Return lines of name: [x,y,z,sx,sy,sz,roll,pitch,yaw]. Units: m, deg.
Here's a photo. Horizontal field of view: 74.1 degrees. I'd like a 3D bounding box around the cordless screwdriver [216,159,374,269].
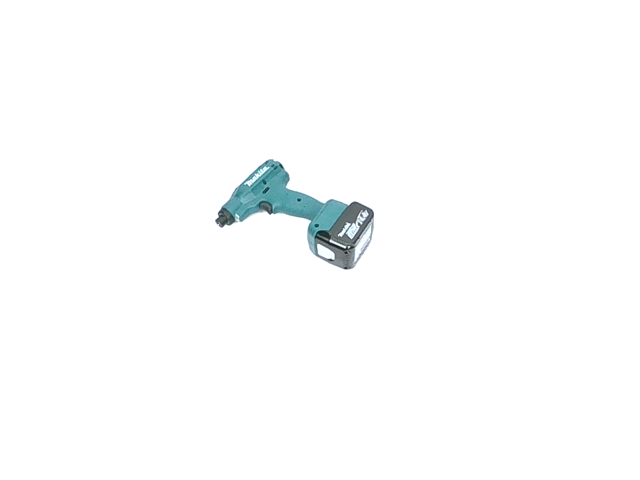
cordless screwdriver: [-0.044,-0.034,0.713,0.249,0.158,0.074,30,-28,22]
